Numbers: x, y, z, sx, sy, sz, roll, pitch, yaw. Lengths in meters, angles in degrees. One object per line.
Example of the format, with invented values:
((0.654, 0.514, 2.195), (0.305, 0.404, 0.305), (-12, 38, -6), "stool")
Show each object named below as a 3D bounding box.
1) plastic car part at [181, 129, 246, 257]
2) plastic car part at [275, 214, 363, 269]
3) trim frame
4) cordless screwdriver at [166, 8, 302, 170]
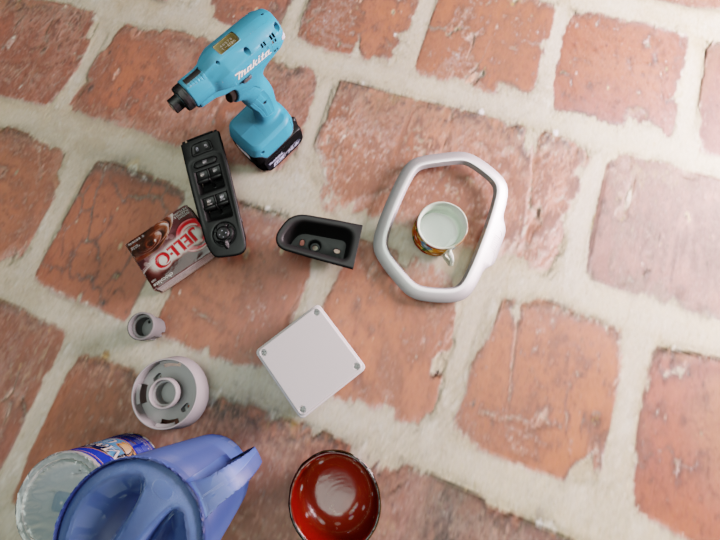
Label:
((-0.222, -0.111, 0.657), (0.066, 0.066, 0.208), (-17, 74, -3), "plastic car part")
((-0.061, -0.040, 0.625), (0.118, 0.069, 0.066), (12, 76, 6), "plastic car part")
((0.125, -0.071, 0.643), (0.187, 0.027, 0.249), (21, 77, 9), "trim frame")
((-0.164, -0.221, 0.592), (0.076, 0.244, 0.158), (44, 80, 8), "cordless screwdriver")
